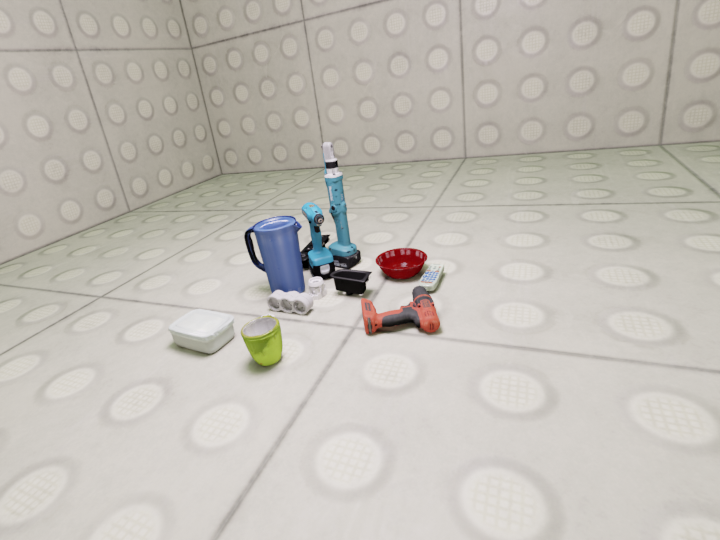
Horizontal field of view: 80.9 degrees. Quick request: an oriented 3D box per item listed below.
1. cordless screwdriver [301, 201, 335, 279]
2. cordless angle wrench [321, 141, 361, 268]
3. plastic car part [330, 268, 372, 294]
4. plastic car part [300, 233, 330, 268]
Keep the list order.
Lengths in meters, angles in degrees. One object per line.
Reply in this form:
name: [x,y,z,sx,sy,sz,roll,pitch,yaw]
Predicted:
cordless screwdriver: [-0.132,-0.087,1.354,0.073,0.242,0.166,-14,23,-14]
cordless angle wrench: [-0.076,-0.213,1.402,0.103,0.412,0.072,10,27,38]
plastic car part: [-0.028,0.039,1.251,0.121,0.069,0.065,3,26,26]
plastic car part: [-0.174,-0.066,1.538,0.069,0.065,0.201,2,26,24]
